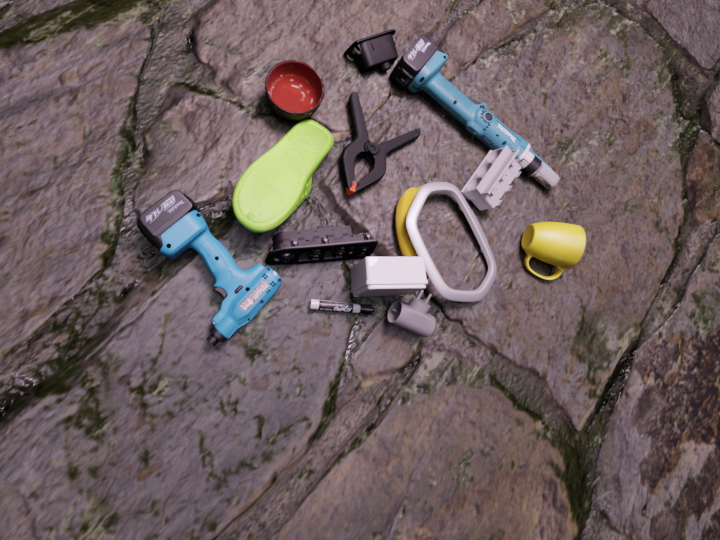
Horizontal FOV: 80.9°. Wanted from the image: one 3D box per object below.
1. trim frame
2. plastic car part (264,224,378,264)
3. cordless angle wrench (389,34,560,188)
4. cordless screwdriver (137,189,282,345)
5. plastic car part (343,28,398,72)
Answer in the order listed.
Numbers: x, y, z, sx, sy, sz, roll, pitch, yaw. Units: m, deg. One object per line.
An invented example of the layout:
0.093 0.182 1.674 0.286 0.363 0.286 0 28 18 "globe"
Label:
0.179 -0.055 0.820 0.180 0.028 0.248 -29 90 -26 "trim frame"
-0.075 -0.049 0.768 0.199 0.066 0.069 -10 73 -14 "plastic car part"
0.252 -0.312 0.886 0.420 0.075 0.098 39 73 -4 "cordless angle wrench"
-0.271 -0.005 0.716 0.246 0.075 0.158 43 74 -5 "cordless screwdriver"
0.036 -0.449 0.879 0.114 0.068 0.070 -24 102 -19 "plastic car part"
